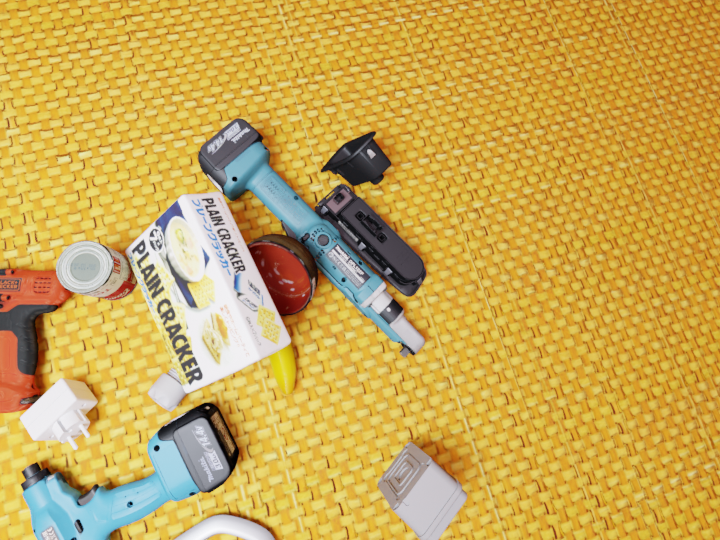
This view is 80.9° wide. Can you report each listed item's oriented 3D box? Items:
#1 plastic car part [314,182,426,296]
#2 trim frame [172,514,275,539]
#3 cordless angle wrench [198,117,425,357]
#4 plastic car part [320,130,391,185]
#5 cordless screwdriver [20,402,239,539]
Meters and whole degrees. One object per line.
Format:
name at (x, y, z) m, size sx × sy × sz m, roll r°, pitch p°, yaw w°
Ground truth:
plastic car part at (0.026, -0.050, 0.636) m, size 0.066 × 0.067 × 0.204 m, roll -43°, pitch 88°, yaw -20°
trim frame at (-0.178, 0.442, 0.527) m, size 0.183 × 0.027 × 0.252 m, roll -1°, pitch 76°, yaw -5°
cordless angle wrench at (-0.061, -0.040, 0.620) m, size 0.097 × 0.074 × 0.425 m, roll -44°, pitch 88°, yaw -13°
plastic car part at (0.002, -0.158, 0.635) m, size 0.068 × 0.121 × 0.066 m, roll 44°, pitch 76°, yaw -24°
cordless screwdriver at (-0.290, 0.256, 0.533) m, size 0.247 × 0.074 × 0.161 m, roll -34°, pitch 84°, yaw -8°
